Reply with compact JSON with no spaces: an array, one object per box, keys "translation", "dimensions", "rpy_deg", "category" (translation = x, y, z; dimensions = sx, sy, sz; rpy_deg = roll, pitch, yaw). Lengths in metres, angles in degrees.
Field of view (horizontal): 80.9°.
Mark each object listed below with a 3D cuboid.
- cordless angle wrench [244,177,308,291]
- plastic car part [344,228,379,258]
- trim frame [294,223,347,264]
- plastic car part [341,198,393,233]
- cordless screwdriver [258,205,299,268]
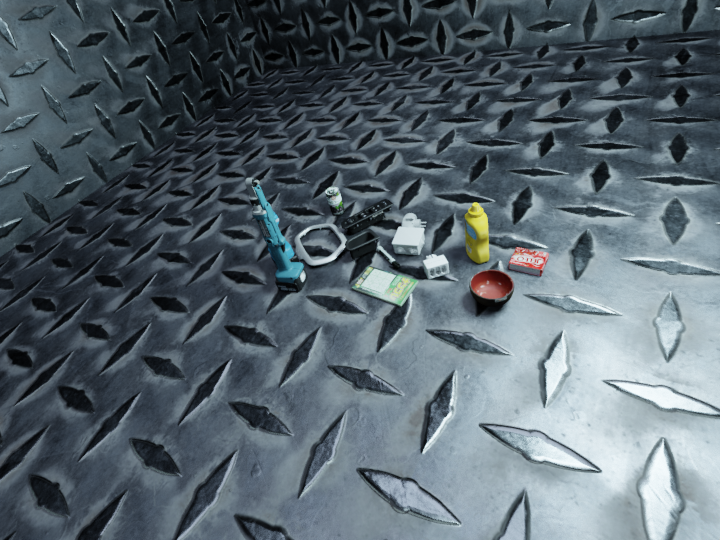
[{"translation":[-0.268,-0.104,1.298],"dimensions":[0.102,0.404,0.075],"rpy_deg":[4,43,23],"category":"cordless angle wrench"},{"translation":[0.004,-0.080,1.426],"dimensions":[0.115,0.068,0.070],"rpy_deg":[-29,41,-12],"category":"plastic car part"},{"translation":[-0.150,-0.098,1.538],"dimensions":[0.183,0.026,0.262],"rpy_deg":[-27,41,-9],"category":"trim frame"},{"translation":[0.023,-0.192,1.545],"dimensions":[0.202,0.064,0.070],"rpy_deg":[-24,40,-6],"category":"plastic car part"},{"translation":[-0.300,-0.119,1.456],"dimensions":[0.073,0.238,0.168],"rpy_deg":[-29,41,-16],"category":"cordless screwdriver"}]
